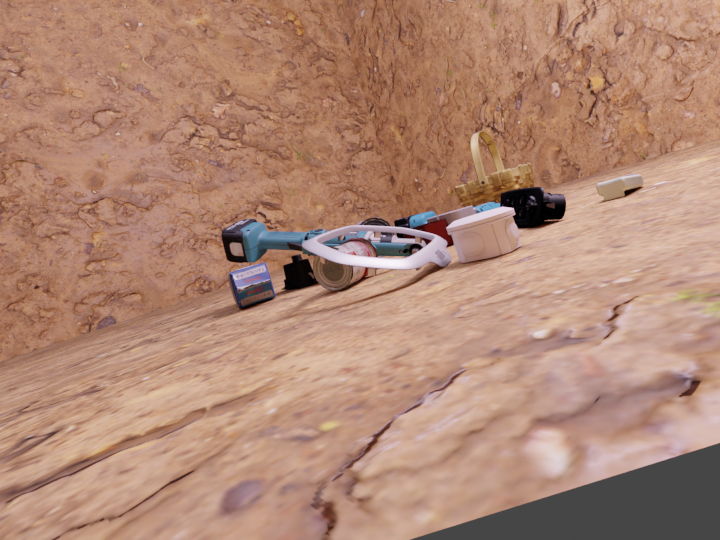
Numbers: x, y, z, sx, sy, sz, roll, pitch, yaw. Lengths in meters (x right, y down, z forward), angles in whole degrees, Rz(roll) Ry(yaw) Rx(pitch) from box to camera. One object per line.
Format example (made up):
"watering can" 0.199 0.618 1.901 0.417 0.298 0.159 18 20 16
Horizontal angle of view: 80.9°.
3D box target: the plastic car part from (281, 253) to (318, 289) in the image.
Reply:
"plastic car part" -0.132 0.001 0.913 0.064 0.071 0.120 -19 1 -27

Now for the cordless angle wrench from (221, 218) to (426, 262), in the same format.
"cordless angle wrench" -0.083 -0.054 0.846 0.440 0.072 0.097 4 26 25

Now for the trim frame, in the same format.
"trim frame" 0.028 -0.033 0.583 0.191 0.027 0.242 9 15 22

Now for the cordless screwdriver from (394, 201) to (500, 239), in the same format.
"cordless screwdriver" 0.218 -0.118 1.025 0.259 0.074 0.153 -8 9 43

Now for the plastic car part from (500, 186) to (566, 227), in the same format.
"plastic car part" 0.288 -0.103 0.714 0.068 0.066 0.201 9 6 6
